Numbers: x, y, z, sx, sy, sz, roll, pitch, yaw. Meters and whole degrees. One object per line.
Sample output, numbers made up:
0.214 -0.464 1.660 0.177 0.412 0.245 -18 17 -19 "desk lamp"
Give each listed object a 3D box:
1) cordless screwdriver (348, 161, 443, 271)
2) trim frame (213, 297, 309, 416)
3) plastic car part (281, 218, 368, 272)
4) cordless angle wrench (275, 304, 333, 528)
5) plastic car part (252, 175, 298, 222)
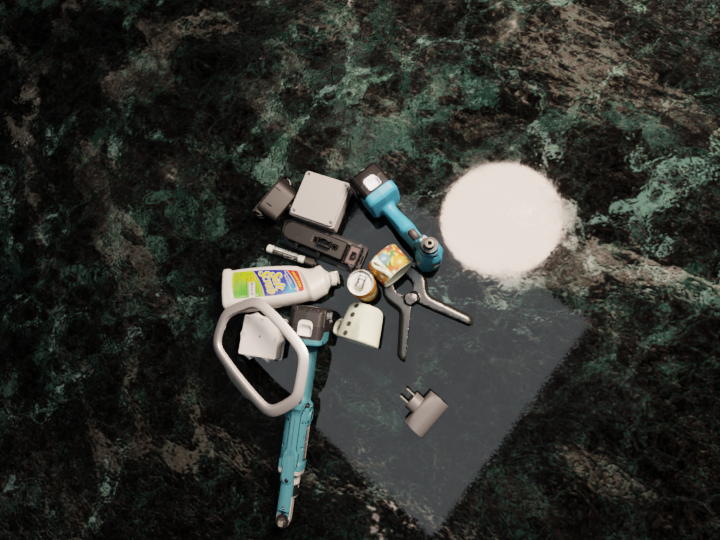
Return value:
0.075 -0.111 0.854 0.074 0.154 0.257 -37 72 0 "cordless screwdriver"
-0.202 0.168 0.842 0.259 0.026 0.184 41 101 22 "trim frame"
-0.091 -0.059 0.929 0.210 0.065 0.066 22 90 18 "plastic car part"
-0.123 0.284 0.847 0.076 0.095 0.425 6 83 10 "cordless angle wrench"
-0.186 -0.156 0.975 0.071 0.066 0.116 42 85 0 "plastic car part"
